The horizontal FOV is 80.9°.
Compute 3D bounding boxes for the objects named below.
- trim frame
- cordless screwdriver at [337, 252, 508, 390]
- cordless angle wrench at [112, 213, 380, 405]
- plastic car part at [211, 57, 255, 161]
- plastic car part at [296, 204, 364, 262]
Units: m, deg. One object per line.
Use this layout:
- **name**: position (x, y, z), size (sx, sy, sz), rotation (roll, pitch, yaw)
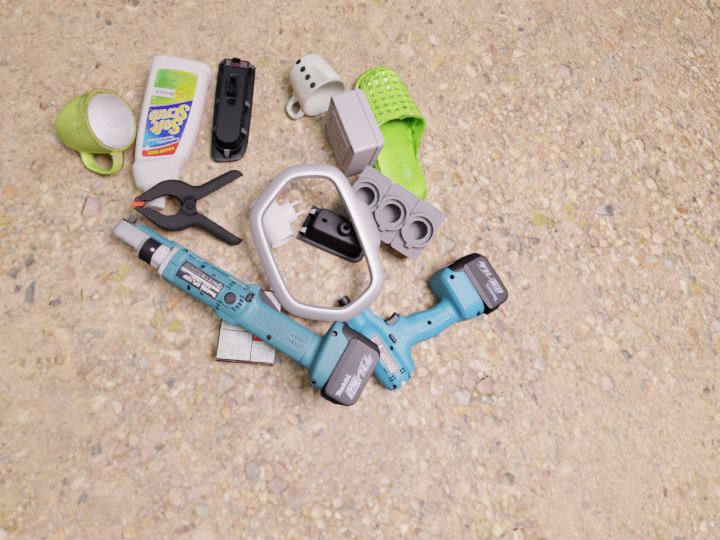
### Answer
- **trim frame**: position (-0.063, -0.041, 0.640), size (0.184, 0.027, 0.249), rotation (-22, 88, 0)
- **cordless screwdriver**: position (0.096, 0.055, 0.677), size (0.246, 0.074, 0.161), rotation (-34, 83, -12)
- **cordless angle wrench**: position (-0.177, 0.042, 0.601), size (0.429, 0.073, 0.098), rotation (30, 78, 7)
- **plastic car part**: position (-0.218, -0.284, 0.727), size (0.064, 0.068, 0.205), rotation (6, 77, -17)
- **plastic car part**: position (-0.037, -0.063, 0.688), size (0.117, 0.070, 0.066), rotation (25, 75, 0)
